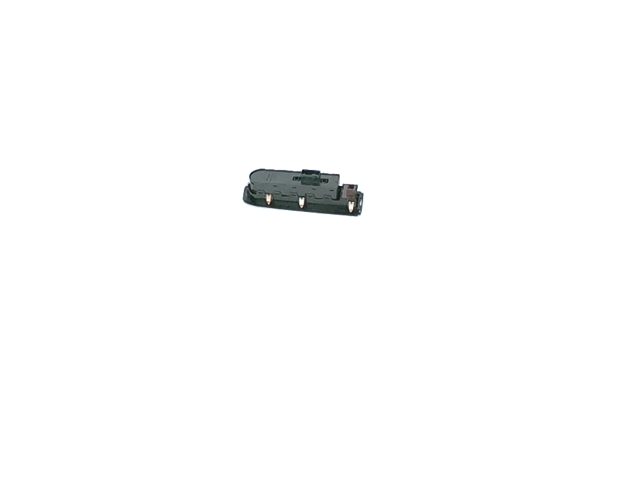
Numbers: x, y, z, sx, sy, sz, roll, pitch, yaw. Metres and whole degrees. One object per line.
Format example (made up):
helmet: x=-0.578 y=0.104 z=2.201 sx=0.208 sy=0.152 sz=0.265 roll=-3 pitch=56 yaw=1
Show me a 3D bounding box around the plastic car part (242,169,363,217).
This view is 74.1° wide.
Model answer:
plastic car part: x=-0.033 y=-0.081 z=0.691 sx=0.203 sy=0.066 sz=0.067 roll=3 pitch=-41 yaw=7
